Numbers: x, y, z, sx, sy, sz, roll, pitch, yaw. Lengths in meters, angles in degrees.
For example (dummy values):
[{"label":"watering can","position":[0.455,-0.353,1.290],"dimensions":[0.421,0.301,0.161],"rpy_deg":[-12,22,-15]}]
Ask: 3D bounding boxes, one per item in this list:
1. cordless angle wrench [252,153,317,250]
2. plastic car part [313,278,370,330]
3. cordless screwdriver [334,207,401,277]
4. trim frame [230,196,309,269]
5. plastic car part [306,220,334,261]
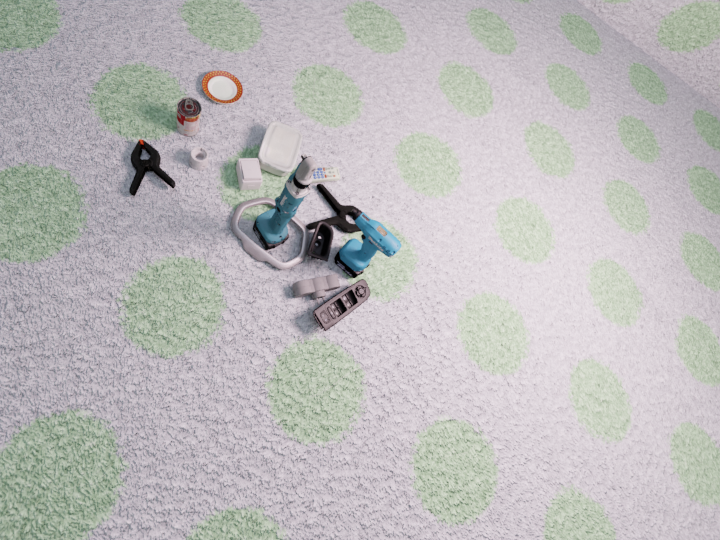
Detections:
[{"label":"cordless angle wrench","position":[-0.186,-0.164,1.062],"dimensions":[0.073,0.428,0.099],"rpy_deg":[-30,87,-29]},{"label":"plastic car part","position":[-0.053,0.098,1.213],"dimensions":[0.199,0.068,0.067],"rpy_deg":[-34,87,-27]},{"label":"cordless screwdriver","position":[-0.004,-0.076,1.193],"dimensions":[0.159,0.252,0.074],"rpy_deg":[45,62,-4]},{"label":"trim frame","position":[-0.262,-0.111,1.240],"dimensions":[0.247,0.028,0.183],"rpy_deg":[39,62,-2]},{"label":"plastic car part","position":[-0.123,-0.080,1.253],"dimensions":[0.064,0.072,0.118],"rpy_deg":[20,65,-15]}]
